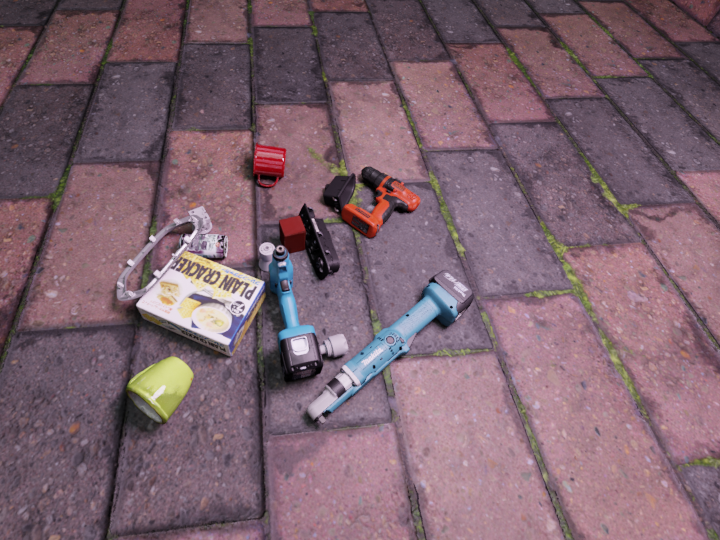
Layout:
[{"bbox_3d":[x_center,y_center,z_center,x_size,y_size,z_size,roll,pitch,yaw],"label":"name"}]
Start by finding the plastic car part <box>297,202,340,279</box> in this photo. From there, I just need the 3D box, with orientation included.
[{"bbox_3d":[-0.099,-0.065,1.011,0.064,0.066,0.212,7,48,-34],"label":"plastic car part"}]

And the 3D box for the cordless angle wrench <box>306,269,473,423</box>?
[{"bbox_3d":[0.059,0.152,0.859,0.416,0.072,0.102,-36,65,-23],"label":"cordless angle wrench"}]

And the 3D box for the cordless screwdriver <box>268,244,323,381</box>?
[{"bbox_3d":[-0.139,0.081,0.841,0.073,0.156,0.259,-10,58,-15],"label":"cordless screwdriver"}]

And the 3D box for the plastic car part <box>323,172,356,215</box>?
[{"bbox_3d":[-0.061,-0.210,1.118,0.073,0.063,0.117,9,50,17],"label":"plastic car part"}]

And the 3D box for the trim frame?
[{"bbox_3d":[-0.442,-0.036,0.927,0.194,0.026,0.248,8,54,39],"label":"trim frame"}]
